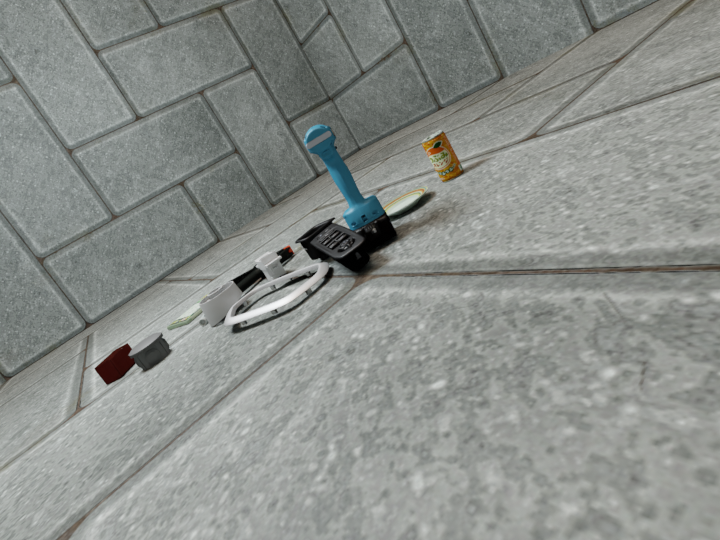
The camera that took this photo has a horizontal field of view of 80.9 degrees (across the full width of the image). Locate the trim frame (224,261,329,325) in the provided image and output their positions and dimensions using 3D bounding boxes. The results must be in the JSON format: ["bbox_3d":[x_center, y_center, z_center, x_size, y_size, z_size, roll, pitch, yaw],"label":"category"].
[{"bbox_3d":[-0.167,0.046,0.834,0.255,0.027,0.184,-23,19,26],"label":"trim frame"}]

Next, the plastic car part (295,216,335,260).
[{"bbox_3d":[-0.091,-0.059,0.926,0.068,0.069,0.116,-22,18,33],"label":"plastic car part"}]

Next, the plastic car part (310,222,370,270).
[{"bbox_3d":[-0.035,-0.039,0.782,0.066,0.065,0.209,-34,16,-10],"label":"plastic car part"}]

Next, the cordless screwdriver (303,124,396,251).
[{"bbox_3d":[-0.024,-0.165,0.809,0.075,0.243,0.161,-29,13,9],"label":"cordless screwdriver"}]
